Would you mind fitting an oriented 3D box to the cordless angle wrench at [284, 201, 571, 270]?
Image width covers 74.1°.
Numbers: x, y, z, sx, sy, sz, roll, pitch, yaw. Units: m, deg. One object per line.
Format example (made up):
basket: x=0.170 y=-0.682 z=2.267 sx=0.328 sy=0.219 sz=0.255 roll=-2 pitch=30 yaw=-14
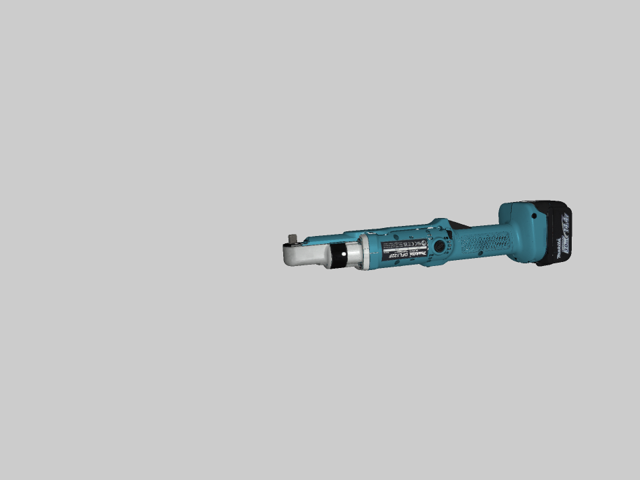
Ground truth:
cordless angle wrench: x=0.156 y=0.004 z=0.599 sx=0.422 sy=0.098 sz=0.074 roll=-5 pitch=7 yaw=-15
